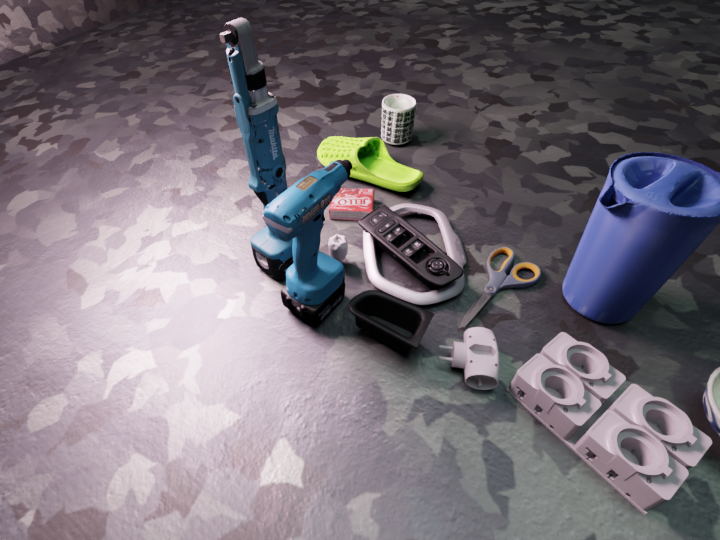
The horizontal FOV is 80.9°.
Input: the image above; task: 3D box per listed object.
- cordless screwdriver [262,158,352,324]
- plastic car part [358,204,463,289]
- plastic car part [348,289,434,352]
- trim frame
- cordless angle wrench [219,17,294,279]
[{"bbox_3d":[-0.063,-0.041,0.647,0.078,0.240,0.157,27,54,24],"label":"cordless screwdriver"},{"bbox_3d":[0.084,-0.032,0.744,0.065,0.065,0.214,-32,52,-24],"label":"plastic car part"},{"bbox_3d":[0.041,0.082,0.640,0.121,0.068,0.065,22,52,23],"label":"plastic car part"},{"bbox_3d":[0.098,-0.038,0.775,0.185,0.026,0.257,-4,47,2],"label":"trim frame"},{"bbox_3d":[-0.143,-0.157,0.647,0.078,0.408,0.096,32,55,27],"label":"cordless angle wrench"}]
